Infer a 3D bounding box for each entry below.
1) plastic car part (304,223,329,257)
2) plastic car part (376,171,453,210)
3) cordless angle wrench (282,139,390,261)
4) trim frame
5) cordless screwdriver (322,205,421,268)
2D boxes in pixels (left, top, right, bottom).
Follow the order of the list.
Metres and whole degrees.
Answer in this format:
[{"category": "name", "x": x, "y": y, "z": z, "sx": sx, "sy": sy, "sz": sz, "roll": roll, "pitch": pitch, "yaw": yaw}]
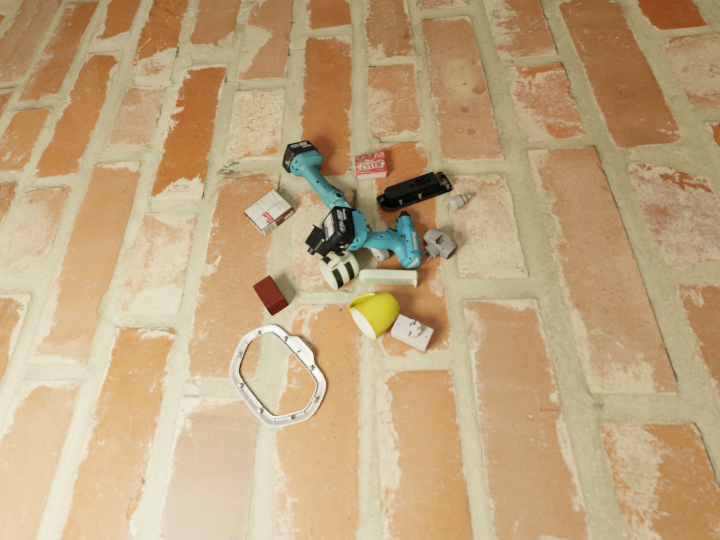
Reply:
[{"category": "plastic car part", "x": -0.106, "y": -0.069, "z": 1.085, "sx": 0.071, "sy": 0.063, "sz": 0.122, "roll": -54, "pitch": 30, "yaw": -4}, {"category": "plastic car part", "x": 0.144, "y": -0.216, "z": 1.133, "sx": 0.203, "sy": 0.065, "sz": 0.068, "roll": -21, "pitch": 70, "yaw": 1}, {"category": "cordless angle wrench", "x": -0.065, "y": -0.186, "z": 1.140, "sx": 0.095, "sy": 0.074, "sz": 0.440, "roll": -23, "pitch": 63, "yaw": -34}, {"category": "trim frame", "x": -0.194, "y": 0.235, "z": 0.969, "sx": 0.183, "sy": 0.026, "sz": 0.260, "roll": -41, "pitch": 63, "yaw": -14}, {"category": "cordless screwdriver", "x": 0.032, "y": -0.101, "z": 1.032, "sx": 0.240, "sy": 0.075, "sz": 0.164, "roll": 11, "pitch": 55, "yaw": -22}]
